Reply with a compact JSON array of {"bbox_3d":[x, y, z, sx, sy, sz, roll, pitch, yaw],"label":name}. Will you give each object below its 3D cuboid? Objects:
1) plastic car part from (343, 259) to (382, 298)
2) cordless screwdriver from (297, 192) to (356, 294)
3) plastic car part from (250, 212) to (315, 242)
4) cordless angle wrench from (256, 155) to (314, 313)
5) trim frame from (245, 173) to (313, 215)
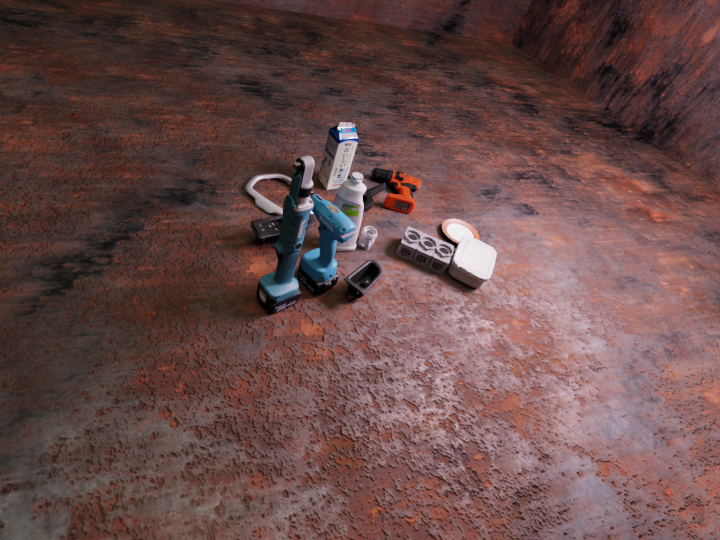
[{"bbox_3d":[0.008,0.031,1.119,0.068,0.070,0.114,36,46,17],"label":"plastic car part"},{"bbox_3d":[-0.104,-0.068,1.060,0.072,0.245,0.167,-23,58,-37],"label":"cordless screwdriver"},{"bbox_3d":[-0.217,-0.121,1.210,0.197,0.066,0.069,-22,56,-33],"label":"plastic car part"},{"bbox_3d":[-0.153,-0.068,0.921,0.095,0.417,0.078,-22,58,-36],"label":"cordless angle wrench"},{"bbox_3d":[-0.251,-0.240,1.349,0.257,0.027,0.181,33,46,17],"label":"trim frame"}]
